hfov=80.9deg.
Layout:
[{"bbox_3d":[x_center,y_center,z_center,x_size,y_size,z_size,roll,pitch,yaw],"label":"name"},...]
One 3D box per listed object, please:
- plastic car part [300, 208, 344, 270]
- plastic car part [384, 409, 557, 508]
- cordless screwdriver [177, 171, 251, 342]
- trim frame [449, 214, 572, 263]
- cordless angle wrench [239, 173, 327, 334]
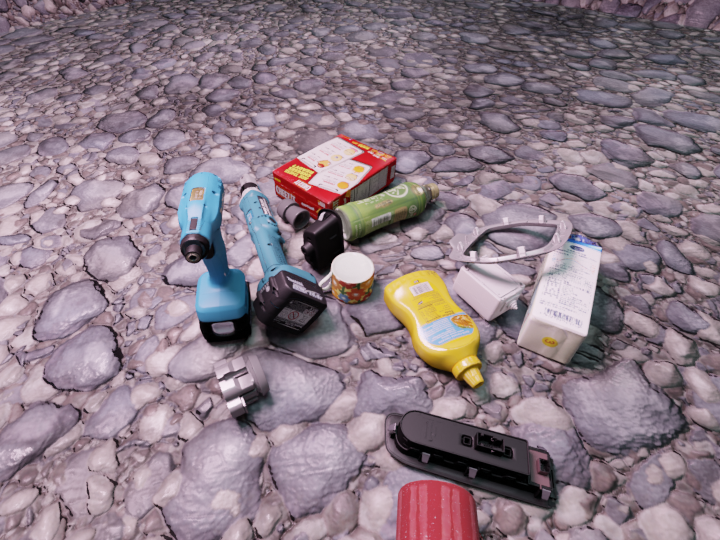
[{"bbox_3d":[-0.071,-0.046,0.724,0.069,0.112,0.070,33,59,27],"label":"plastic car part"},{"bbox_3d":[0.128,0.214,0.503,0.208,0.064,0.067,10,53,13],"label":"plastic car part"},{"bbox_3d":[-0.200,0.007,0.581,0.073,0.241,0.166,-5,41,-9],"label":"cordless screwdriver"},{"bbox_3d":[0.249,-0.057,0.715,0.192,0.027,0.243,-4,20,35],"label":"trim frame"},{"bbox_3d":[-0.174,-0.070,0.771,0.092,0.075,0.445,27,22,-40],"label":"cordless angle wrench"}]
